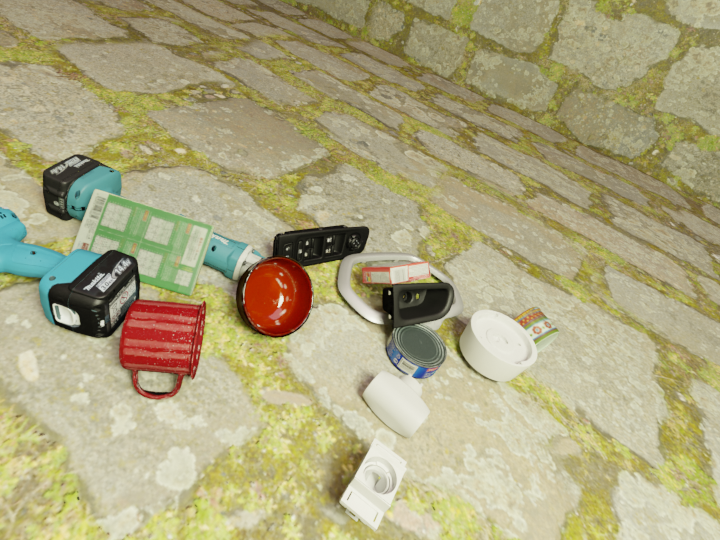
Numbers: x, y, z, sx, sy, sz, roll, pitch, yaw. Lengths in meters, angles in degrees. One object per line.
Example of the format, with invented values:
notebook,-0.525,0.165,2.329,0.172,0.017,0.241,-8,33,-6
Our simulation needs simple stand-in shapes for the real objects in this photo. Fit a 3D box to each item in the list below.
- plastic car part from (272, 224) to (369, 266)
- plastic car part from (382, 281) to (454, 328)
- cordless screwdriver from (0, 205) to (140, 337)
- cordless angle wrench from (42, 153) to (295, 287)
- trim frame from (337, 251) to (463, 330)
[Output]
plastic car part,-0.074,-0.049,0.761,0.195,0.065,0.071,-9,21,-32
plastic car part,0.081,0.046,0.670,0.112,0.065,0.074,-4,6,-30
cordless screwdriver,-0.414,0.009,0.518,0.252,0.073,0.160,20,37,5
cordless angle wrench,-0.281,-0.057,0.665,0.424,0.073,0.099,24,37,1
trim frame,0.071,0.031,0.751,0.238,0.027,0.194,-2,42,-30
